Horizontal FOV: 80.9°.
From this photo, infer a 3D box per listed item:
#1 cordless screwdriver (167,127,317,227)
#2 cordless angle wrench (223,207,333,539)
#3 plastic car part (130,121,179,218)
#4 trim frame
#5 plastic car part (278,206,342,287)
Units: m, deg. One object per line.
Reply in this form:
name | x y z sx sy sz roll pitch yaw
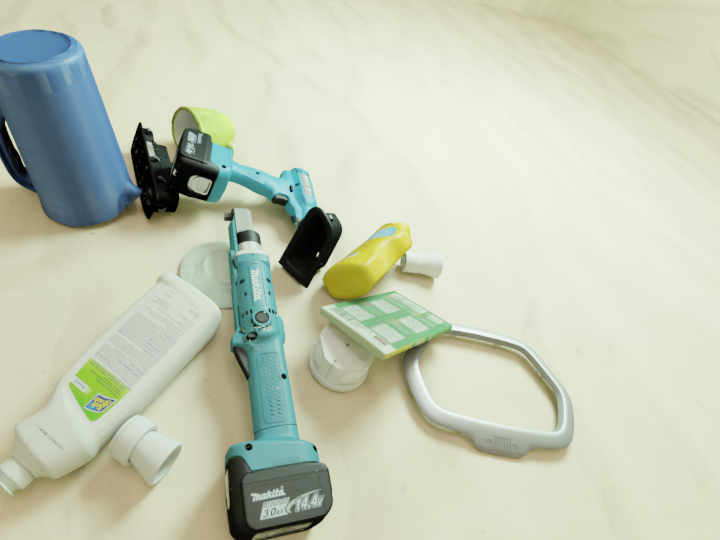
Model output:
cordless screwdriver | -0.182 -0.133 0.695 0.237 0.074 0.166 12 42 -30
cordless angle wrench | -0.127 0.074 0.522 0.095 0.073 0.442 -2 49 -21
plastic car part | -0.345 -0.161 0.710 0.063 0.067 0.213 16 36 -43
trim frame | 0.176 0.157 0.585 0.245 0.027 0.189 13 43 -8
plastic car part | -0.064 -0.042 0.651 0.068 0.116 0.068 41 23 18
